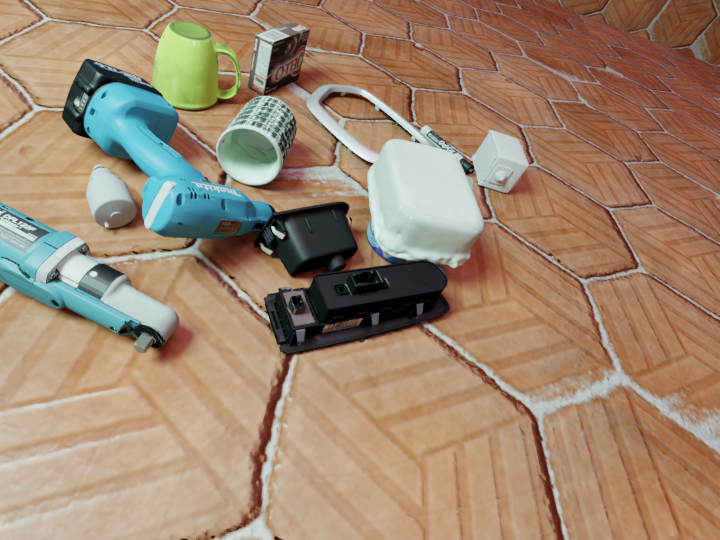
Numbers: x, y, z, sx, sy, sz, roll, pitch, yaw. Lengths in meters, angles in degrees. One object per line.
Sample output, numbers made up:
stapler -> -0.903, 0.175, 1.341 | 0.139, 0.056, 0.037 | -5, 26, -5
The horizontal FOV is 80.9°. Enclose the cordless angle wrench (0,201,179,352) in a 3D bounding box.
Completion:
cordless angle wrench -> -0.342, -0.046, 0.354 | 0.424, 0.074, 0.098 | 27, 45, 1

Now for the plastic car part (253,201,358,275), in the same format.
plastic car part -> -0.045, -0.030, 0.462 | 0.112, 0.067, 0.073 | -13, 71, -35

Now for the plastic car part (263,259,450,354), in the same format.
plastic car part -> 0.010, 0.024, 0.428 | 0.195, 0.066, 0.070 | -5, 45, -29

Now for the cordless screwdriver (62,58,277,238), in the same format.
cordless screwdriver -> -0.203, -0.124, 0.463 | 0.259, 0.074, 0.152 | 44, 21, 23

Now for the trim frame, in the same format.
trim frame -> 0.019, -0.242, 0.703 | 0.179, 0.027, 0.259 | -25, 59, -36
